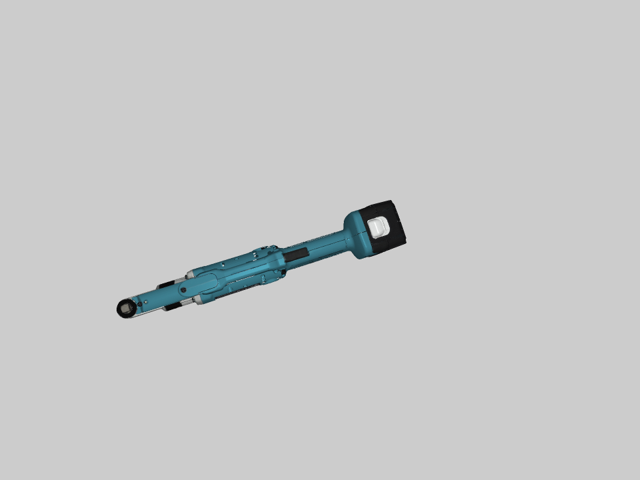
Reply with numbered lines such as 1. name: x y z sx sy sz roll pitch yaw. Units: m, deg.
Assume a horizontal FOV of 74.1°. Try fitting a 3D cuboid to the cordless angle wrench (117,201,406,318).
1. cordless angle wrench: -0.080 0.037 0.632 0.422 0.074 0.098 -17 -5 -14
